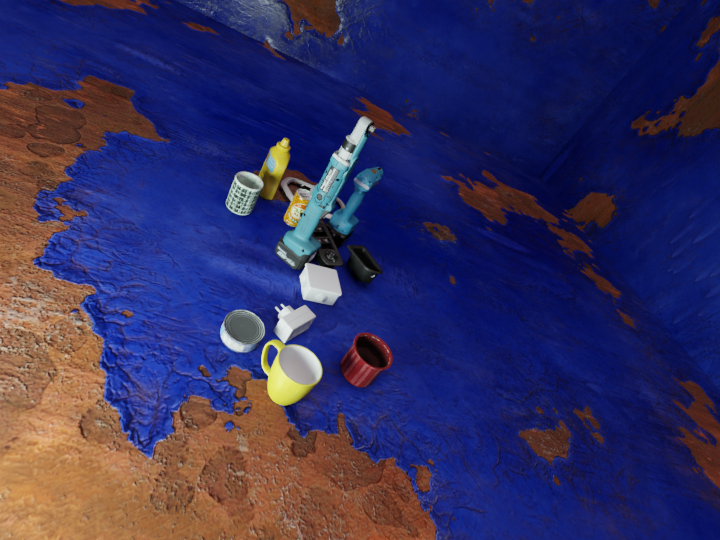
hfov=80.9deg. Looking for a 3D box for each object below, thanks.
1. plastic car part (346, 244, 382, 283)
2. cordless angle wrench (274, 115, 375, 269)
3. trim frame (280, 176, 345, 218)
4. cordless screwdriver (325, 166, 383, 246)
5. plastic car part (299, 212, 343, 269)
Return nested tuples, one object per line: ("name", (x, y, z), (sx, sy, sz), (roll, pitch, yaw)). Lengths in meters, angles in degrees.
("plastic car part", (0.002, -0.010, 1.180), (0.063, 0.071, 0.122), (0, 44, -39))
("cordless angle wrench", (-0.085, -0.181, 1.021), (0.100, 0.422, 0.073), (41, 34, 10))
("trim frame", (-0.151, -0.238, 1.404), (0.242, 0.027, 0.190), (20, 35, -15))
("cordless screwdriver", (-0.016, -0.196, 1.250), (0.075, 0.248, 0.157), (37, 33, 4))
("plastic car part", (-0.115, -0.076, 1.181), (0.063, 0.067, 0.213), (1, 43, -38))
